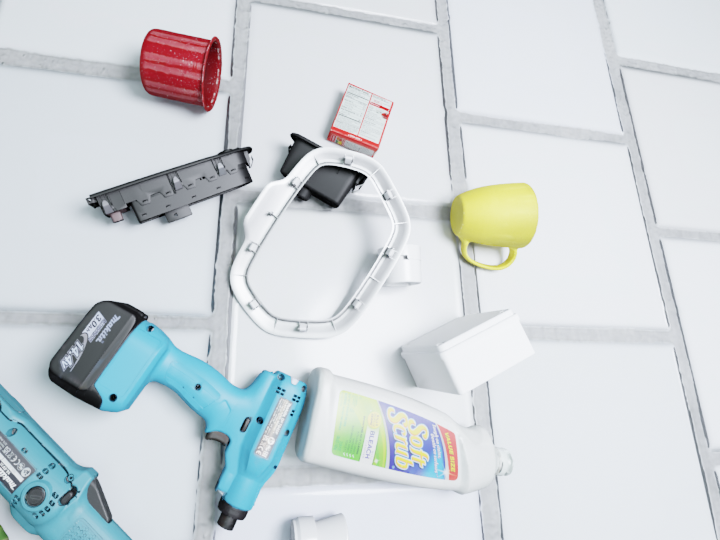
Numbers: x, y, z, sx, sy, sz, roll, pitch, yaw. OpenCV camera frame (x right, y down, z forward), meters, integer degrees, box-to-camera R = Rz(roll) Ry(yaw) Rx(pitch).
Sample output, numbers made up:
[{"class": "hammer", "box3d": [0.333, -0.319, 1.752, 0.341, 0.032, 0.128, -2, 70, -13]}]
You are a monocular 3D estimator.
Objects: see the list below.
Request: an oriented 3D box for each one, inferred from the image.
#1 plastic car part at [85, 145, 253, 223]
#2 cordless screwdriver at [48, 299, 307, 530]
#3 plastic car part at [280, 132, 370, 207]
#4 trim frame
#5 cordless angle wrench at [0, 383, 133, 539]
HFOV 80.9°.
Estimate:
[{"class": "plastic car part", "box3d": [-0.215, -0.101, 0.515, 0.199, 0.068, 0.067, -29, 94, -19]}, {"class": "cordless screwdriver", "box3d": [-0.193, 0.144, 0.441, 0.245, 0.075, 0.160, 27, 70, -8]}, {"class": "plastic car part", "box3d": [-0.056, -0.123, 0.561, 0.116, 0.066, 0.071, 27, 85, -2]}, {"class": "trim frame", "box3d": [-0.050, -0.033, 0.514, 0.185, 0.027, 0.248, 34, 89, 3]}, {"class": "cordless angle wrench", "box3d": [-0.295, 0.208, 0.403, 0.427, 0.074, 0.097, 42, 69, 5]}]
